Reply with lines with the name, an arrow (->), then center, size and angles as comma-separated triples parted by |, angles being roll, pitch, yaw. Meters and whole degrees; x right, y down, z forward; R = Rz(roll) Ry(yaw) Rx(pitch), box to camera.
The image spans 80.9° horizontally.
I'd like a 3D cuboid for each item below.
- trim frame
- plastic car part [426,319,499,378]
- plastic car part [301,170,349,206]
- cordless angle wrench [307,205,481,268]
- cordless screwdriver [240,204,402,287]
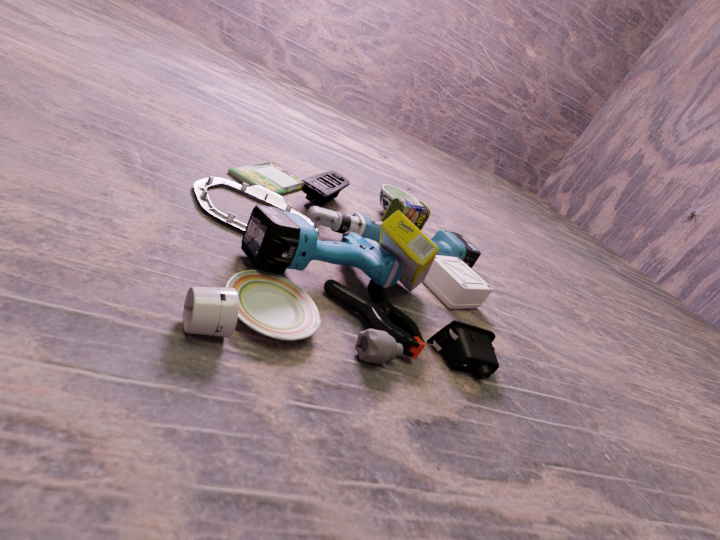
trim frame -> -0.183, -0.109, 0.770 | 0.245, 0.027, 0.188 | 22, 25, -9
plastic car part -> 0.174, 0.130, 0.653 | 0.111, 0.066, 0.073 | 19, 42, -27
plastic car part -> -0.077, -0.184, 0.963 | 0.067, 0.066, 0.201 | 25, 28, 7
cordless angle wrench -> 0.075, -0.069, 0.893 | 0.403, 0.074, 0.103 | 12, 30, -31
cordless screwdriver -> -0.067, -0.044, 0.683 | 0.237, 0.074, 0.168 | 11, 20, -33
